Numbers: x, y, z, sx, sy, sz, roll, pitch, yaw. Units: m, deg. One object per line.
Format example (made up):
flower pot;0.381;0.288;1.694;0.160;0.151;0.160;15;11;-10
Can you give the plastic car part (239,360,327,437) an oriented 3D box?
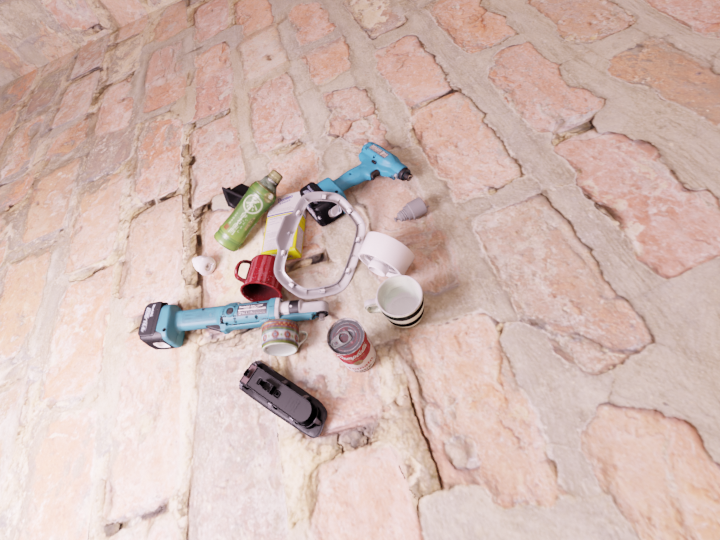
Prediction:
plastic car part;-0.150;0.231;0.788;0.213;0.064;0.066;24;62;29

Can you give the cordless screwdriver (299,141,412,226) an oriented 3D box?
cordless screwdriver;-0.010;-0.201;1.010;0.247;0.071;0.168;-38;54;-11

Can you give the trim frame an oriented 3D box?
trim frame;-0.090;-0.059;0.916;0.184;0.027;0.250;19;76;0

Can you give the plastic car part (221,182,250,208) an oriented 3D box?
plastic car part;-0.302;-0.197;1.130;0.122;0.063;0.070;22;53;27

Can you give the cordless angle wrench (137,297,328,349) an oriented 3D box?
cordless angle wrench;-0.273;0.101;0.915;0.432;0.071;0.101;-8;56;14
